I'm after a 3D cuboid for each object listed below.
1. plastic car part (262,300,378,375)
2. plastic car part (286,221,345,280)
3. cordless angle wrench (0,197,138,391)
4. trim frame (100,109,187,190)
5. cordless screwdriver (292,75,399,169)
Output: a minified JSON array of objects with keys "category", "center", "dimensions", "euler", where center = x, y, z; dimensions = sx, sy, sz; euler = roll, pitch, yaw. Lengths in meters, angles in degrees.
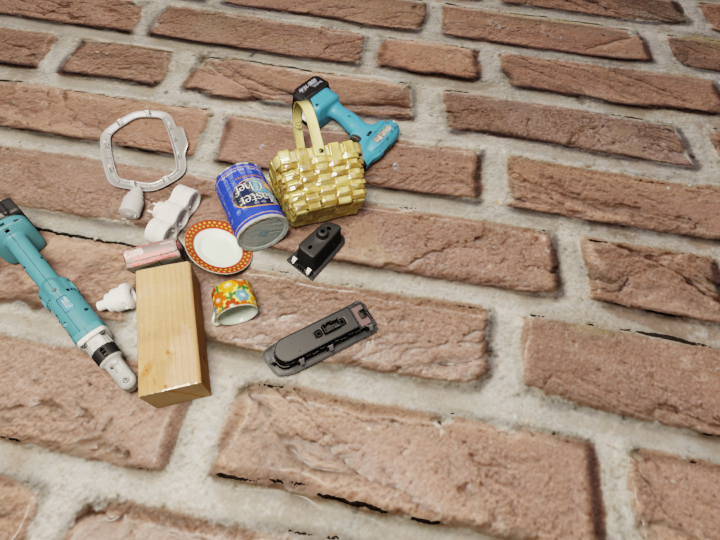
[{"category":"plastic car part","center":[-0.066,0.113,0.714],"dimensions":[0.200,0.066,0.068],"euler":[-26,73,-14]},{"category":"plastic car part","center":[-0.078,-0.051,0.801],"dimensions":[0.068,0.069,0.116],"euler":[37,67,13]},{"category":"cordless angle wrench","center":[-0.511,0.043,0.719],"dimensions":[0.436,0.096,0.073],"euler":[42,62,16]},{"category":"trim frame","center":[-0.478,-0.272,0.936],"dimensions":[0.181,0.027,0.259],"euler":[-18,61,-14]},{"category":"cordless screwdriver","center":[-0.051,-0.329,0.962],"dimensions":[0.255,0.073,0.158],"euler":[34,64,11]}]
